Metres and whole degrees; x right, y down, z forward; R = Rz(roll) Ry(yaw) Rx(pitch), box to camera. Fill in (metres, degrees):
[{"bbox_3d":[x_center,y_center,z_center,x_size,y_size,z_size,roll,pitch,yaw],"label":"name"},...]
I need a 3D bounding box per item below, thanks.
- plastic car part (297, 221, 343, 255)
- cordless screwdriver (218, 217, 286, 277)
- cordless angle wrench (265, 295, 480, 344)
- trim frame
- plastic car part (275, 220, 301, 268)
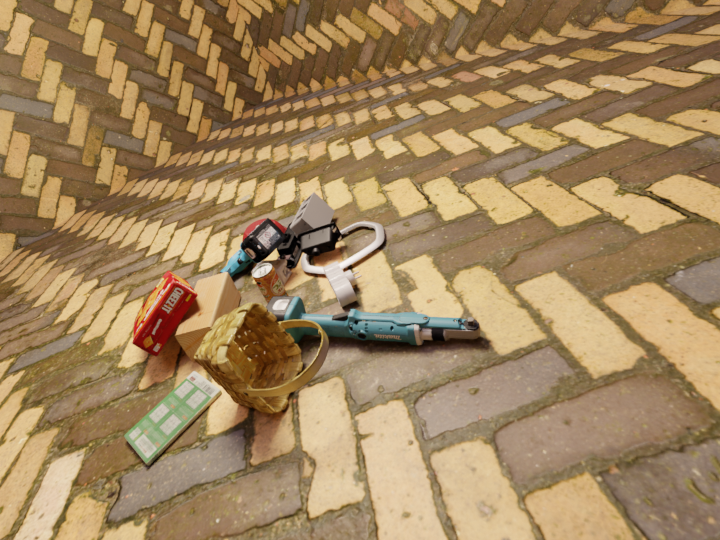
[{"bbox_3d":[-0.110,-0.072,1.124,0.119,0.062,0.073,-17,47,15],"label":"plastic car part"},{"bbox_3d":[-0.307,-0.043,1.150,0.158,0.073,0.255,-50,15,-30],"label":"cordless screwdriver"},{"bbox_3d":[0.007,0.106,0.820,0.439,0.094,0.075,0,37,24],"label":"cordless angle wrench"},{"bbox_3d":[-0.047,-0.062,1.134,0.246,0.026,0.194,-34,36,-13],"label":"trim frame"},{"bbox_3d":[-0.203,-0.083,1.230,0.068,0.064,0.205,-16,30,22],"label":"plastic car part"}]
